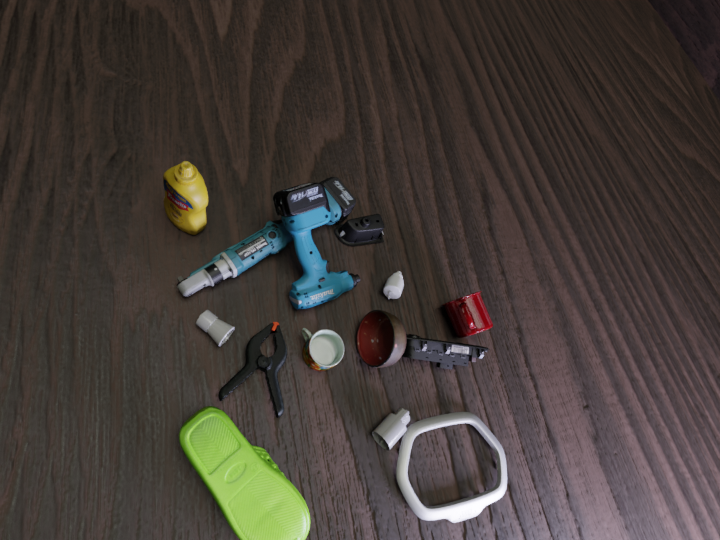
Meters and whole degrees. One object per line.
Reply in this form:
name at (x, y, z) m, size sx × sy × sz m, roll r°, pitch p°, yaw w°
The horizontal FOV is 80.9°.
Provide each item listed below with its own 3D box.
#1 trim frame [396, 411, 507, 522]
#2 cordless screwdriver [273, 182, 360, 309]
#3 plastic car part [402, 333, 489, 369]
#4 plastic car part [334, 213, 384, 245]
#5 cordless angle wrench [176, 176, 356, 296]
trim frame at (0.179, 0.379, 0.821) m, size 0.240 × 0.027 × 0.190 m, roll -4°, pitch 65°, yaw -23°
cordless screwdriver at (-0.085, -0.056, 0.868) m, size 0.154 × 0.078 × 0.244 m, roll -16°, pitch 104°, yaw -27°
plastic car part at (0.166, 0.173, 0.905) m, size 0.198 × 0.068 × 0.067 m, roll 14°, pitch 88°, yaw -14°
plastic car part at (0.007, -0.100, 0.978) m, size 0.112 × 0.071 × 0.068 m, roll -10°, pitch 70°, yaw -27°
cordless angle wrench at (-0.191, -0.066, 0.896) m, size 0.415 × 0.074 × 0.100 m, roll -36°, pitch 81°, yaw -27°
